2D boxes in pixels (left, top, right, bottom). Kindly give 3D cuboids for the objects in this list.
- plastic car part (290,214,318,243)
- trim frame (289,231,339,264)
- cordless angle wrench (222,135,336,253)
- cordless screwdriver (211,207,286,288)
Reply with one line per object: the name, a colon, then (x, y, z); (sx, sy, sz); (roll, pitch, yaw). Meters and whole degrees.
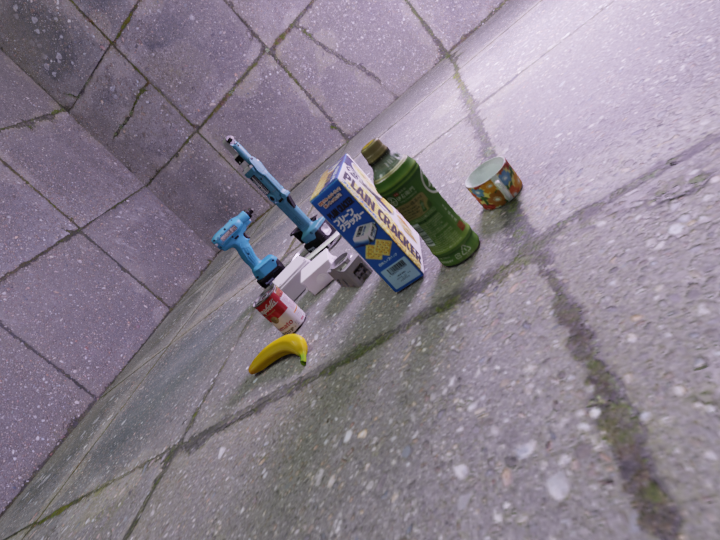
plastic car part: (-0.174, -0.126, 1.414); (0.120, 0.069, 0.066); (-25, 24, 45)
trim frame: (-0.126, -0.083, 1.292); (0.250, 0.027, 0.188); (-40, 19, 12)
cordless angle wrench: (-0.241, -0.223, 1.228); (0.101, 0.412, 0.074); (-28, 21, 48)
cordless screwdriver: (-0.330, -0.067, 1.340); (0.158, 0.242, 0.076); (-47, 14, -11)
